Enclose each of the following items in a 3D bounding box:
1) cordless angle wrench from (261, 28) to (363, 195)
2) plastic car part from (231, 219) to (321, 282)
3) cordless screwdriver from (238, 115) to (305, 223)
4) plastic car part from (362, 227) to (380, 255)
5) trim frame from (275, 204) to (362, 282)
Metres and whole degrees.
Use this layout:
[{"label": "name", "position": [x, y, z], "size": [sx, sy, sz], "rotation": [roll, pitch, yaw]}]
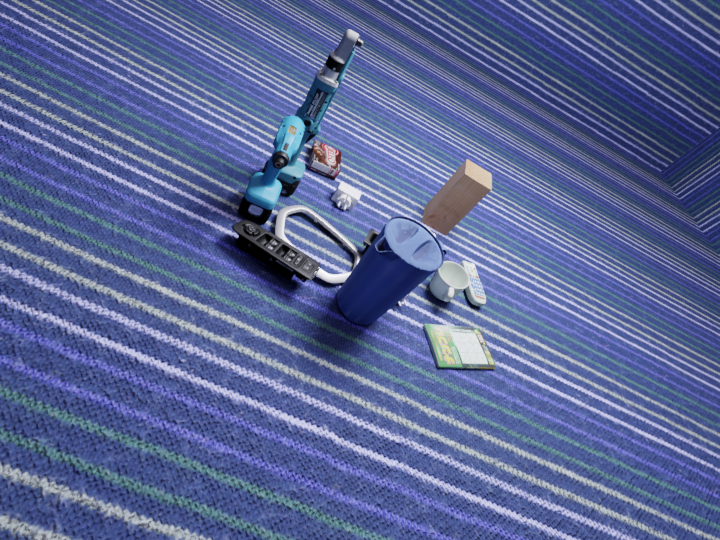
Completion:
[{"label": "cordless angle wrench", "position": [-0.117, -0.348, 0.967], "size": [0.095, 0.424, 0.076], "rotation": [25, 44, -16]}, {"label": "plastic car part", "position": [-0.187, -0.038, 0.908], "size": [0.203, 0.067, 0.066], "rotation": [35, 42, 1]}, {"label": "cordless screwdriver", "position": [-0.196, -0.199, 0.914], "size": [0.072, 0.250, 0.163], "rotation": [24, 44, -17]}, {"label": "plastic car part", "position": [0.052, -0.040, 1.054], "size": [0.116, 0.071, 0.066], "rotation": [35, 42, -1]}, {"label": "trim frame", "position": [-0.099, -0.065, 1.016], "size": [0.251, 0.027, 0.182], "rotation": [38, 42, 4]}]
